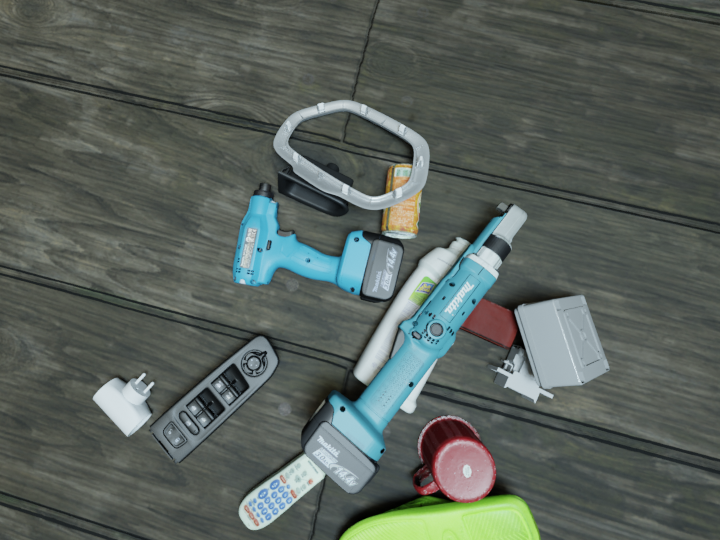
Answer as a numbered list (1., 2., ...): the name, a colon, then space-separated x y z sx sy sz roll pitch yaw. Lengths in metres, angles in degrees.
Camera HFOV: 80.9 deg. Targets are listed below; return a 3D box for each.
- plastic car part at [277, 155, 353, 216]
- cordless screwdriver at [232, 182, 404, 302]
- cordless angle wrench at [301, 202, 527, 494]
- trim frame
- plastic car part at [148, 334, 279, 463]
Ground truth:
1. plastic car part: -0.063 -0.137 0.655 0.117 0.065 0.071 22 71 2
2. cordless screwdriver: -0.062 -0.041 0.634 0.253 0.073 0.160 9 84 8
3. cordless angle wrench: 0.089 0.077 0.550 0.099 0.073 0.422 38 80 6
4. trim frame: -0.014 -0.181 0.626 0.259 0.027 0.182 37 68 22
5. plastic car part: -0.200 0.180 0.617 0.202 0.066 0.068 -43 78 -6
